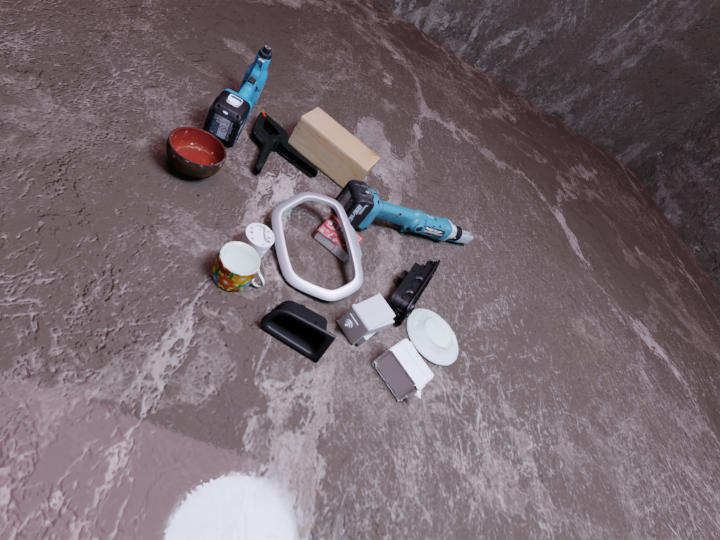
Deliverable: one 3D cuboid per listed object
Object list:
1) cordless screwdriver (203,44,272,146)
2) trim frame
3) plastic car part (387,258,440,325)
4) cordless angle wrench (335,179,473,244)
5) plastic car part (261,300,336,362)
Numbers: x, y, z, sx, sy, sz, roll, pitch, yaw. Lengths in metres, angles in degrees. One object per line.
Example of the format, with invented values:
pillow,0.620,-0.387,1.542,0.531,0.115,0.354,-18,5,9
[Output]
cordless screwdriver,-0.268,-0.406,0.967,0.072,0.160,0.254,27,44,-17
trim frame,-0.082,-0.054,0.843,0.178,0.027,0.257,-6,61,-22
plastic car part,0.110,0.035,0.900,0.068,0.066,0.201,31,41,5
cordless angle wrench,0.132,-0.120,1.040,0.403,0.098,0.077,11,46,-32
plastic car part,-0.101,0.087,0.712,0.116,0.066,0.071,32,26,-3
